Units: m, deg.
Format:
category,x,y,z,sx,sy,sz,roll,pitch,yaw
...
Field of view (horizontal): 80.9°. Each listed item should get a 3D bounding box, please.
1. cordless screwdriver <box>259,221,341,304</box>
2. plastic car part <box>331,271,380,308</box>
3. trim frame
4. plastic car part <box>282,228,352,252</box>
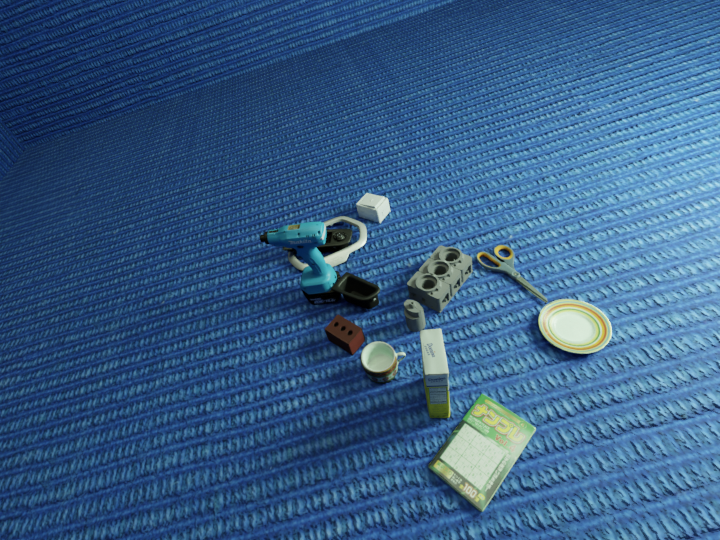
category,x,y,z,sx,sy,sz,roll,pitch,yaw
cordless screwdriver,-0.140,-0.017,1.055,0.163,0.237,0.076,-4,45,14
plastic car part,-0.003,0.062,1.050,0.123,0.068,0.065,22,57,35
trim frame,-0.099,-0.081,1.252,0.248,0.026,0.193,-23,44,-3
plastic car part,-0.120,-0.079,1.231,0.207,0.064,0.068,-7,45,14
